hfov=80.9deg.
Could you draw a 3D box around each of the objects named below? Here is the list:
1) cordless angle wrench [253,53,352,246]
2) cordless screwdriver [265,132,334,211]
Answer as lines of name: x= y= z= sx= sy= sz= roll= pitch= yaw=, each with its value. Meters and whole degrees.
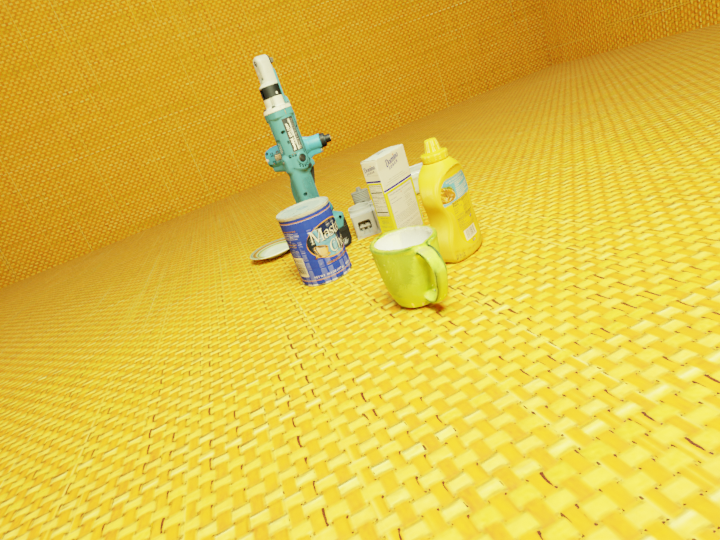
cordless angle wrench: x=-0.132 y=-0.231 z=0.880 sx=0.096 sy=0.412 sz=0.078 roll=-31 pitch=20 yaw=-31
cordless screwdriver: x=-0.114 y=-0.199 z=1.020 sx=0.162 sy=0.242 sz=0.075 roll=-16 pitch=18 yaw=12
